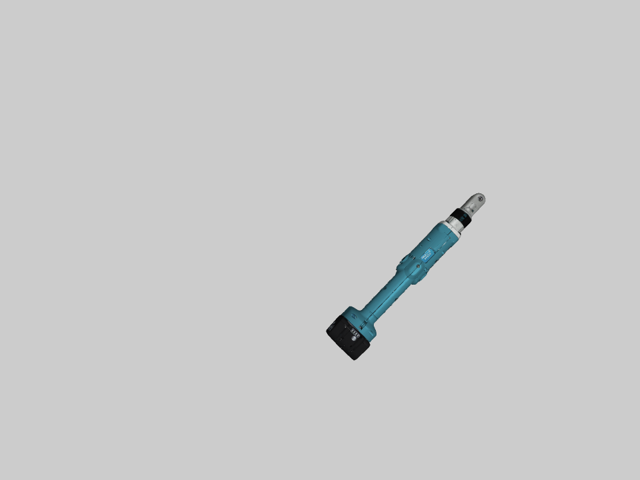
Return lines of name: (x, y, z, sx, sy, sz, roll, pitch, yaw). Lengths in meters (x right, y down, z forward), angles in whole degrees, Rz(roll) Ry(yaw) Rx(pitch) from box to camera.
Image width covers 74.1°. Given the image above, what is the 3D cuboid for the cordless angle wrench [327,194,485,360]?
cordless angle wrench: (0.184, 0.058, 0.851, 0.074, 0.422, 0.098, 44, -6, 3)
